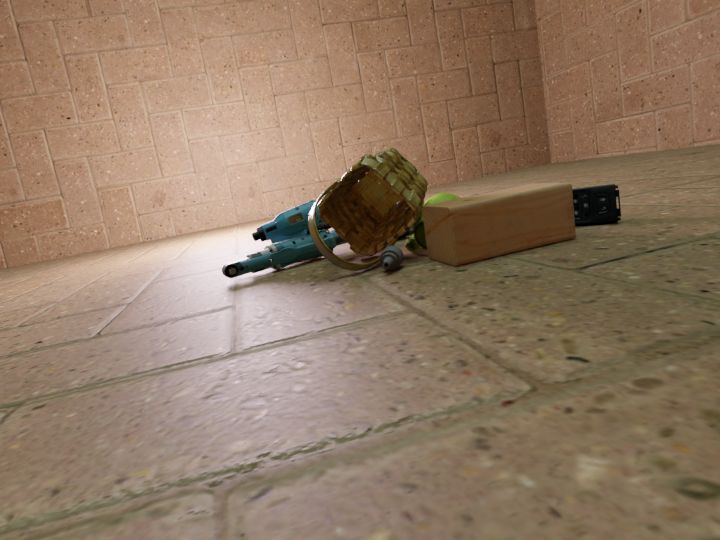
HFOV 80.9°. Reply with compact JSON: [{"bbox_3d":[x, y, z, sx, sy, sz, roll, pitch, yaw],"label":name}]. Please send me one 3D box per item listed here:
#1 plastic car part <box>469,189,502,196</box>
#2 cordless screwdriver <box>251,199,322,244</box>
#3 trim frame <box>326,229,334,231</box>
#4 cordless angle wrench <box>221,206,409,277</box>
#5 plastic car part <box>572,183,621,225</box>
[{"bbox_3d":[0.291,-0.149,1.028,0.069,0.064,0.121,-32,17,-27],"label":"plastic car part"},{"bbox_3d":[-0.178,-0.092,0.975,0.157,0.074,0.253,-24,3,-16],"label":"cordless screwdriver"},{"bbox_3d":[0.002,-0.120,1.198,0.260,0.027,0.177,0,15,45],"label":"trim frame"},{"bbox_3d":[-0.087,-0.057,0.891,0.411,0.073,0.102,-19,13,-27],"label":"cordless angle wrench"},{"bbox_3d":[0.356,-0.112,0.781,0.212,0.066,0.064,-2,3,34],"label":"plastic car part"}]
